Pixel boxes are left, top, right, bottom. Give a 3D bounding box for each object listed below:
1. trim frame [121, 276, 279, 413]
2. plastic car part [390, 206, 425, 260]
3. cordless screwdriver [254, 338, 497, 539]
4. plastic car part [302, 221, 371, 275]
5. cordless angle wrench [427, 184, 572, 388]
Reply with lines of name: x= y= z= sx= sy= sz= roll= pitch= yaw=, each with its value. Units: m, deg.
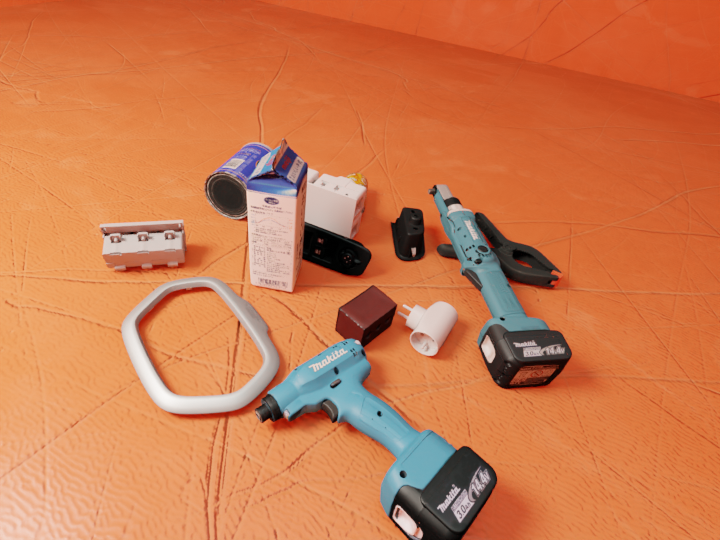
trim frame: x=-0.221 y=0.093 z=0.588 sx=0.179 sy=0.027 sz=0.262 roll=-25 pitch=48 yaw=-31
plastic car part: x=0.097 y=-0.078 z=0.801 sx=0.066 sy=0.069 sz=0.119 roll=6 pitch=37 yaw=-3
cordless screwdriver: x=0.006 y=0.192 z=0.472 sx=0.155 sy=0.072 sz=0.263 roll=-26 pitch=47 yaw=-33
plastic car part: x=-0.074 y=-0.048 z=0.755 sx=0.210 sy=0.066 sz=0.065 roll=23 pitch=16 yaw=19
cordless angle wrench: x=0.198 y=-0.016 z=0.713 sx=0.097 sy=0.072 sz=0.440 roll=-4 pitch=45 yaw=-9
